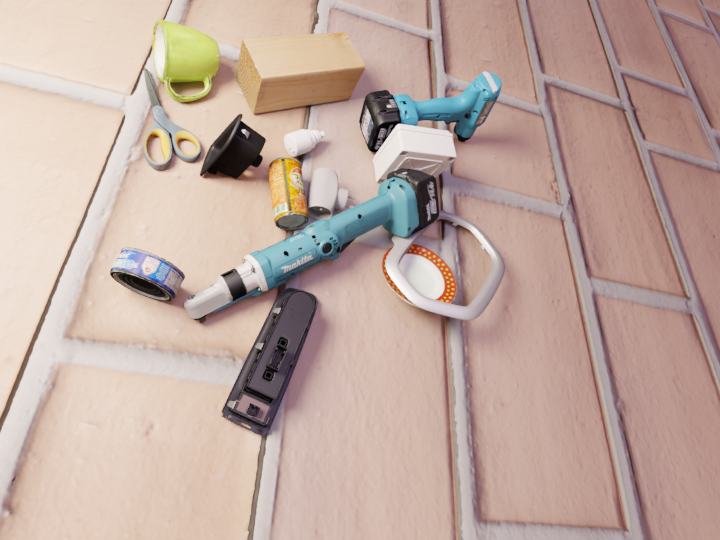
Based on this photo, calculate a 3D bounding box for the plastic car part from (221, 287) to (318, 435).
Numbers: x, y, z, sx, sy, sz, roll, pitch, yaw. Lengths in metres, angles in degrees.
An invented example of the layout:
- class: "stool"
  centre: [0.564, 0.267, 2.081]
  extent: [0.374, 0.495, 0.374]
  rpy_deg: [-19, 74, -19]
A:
- class: "plastic car part"
  centre: [-0.111, 0.104, 0.564]
  extent: [0.066, 0.066, 0.205]
  rpy_deg: [22, 58, -2]

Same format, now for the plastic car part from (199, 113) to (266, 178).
- class: "plastic car part"
  centre: [-0.189, -0.182, 0.655]
  extent: [0.067, 0.120, 0.067]
  rpy_deg: [28, 58, -35]

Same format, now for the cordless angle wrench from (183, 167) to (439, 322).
- class: "cordless angle wrench"
  centre: [-0.062, -0.041, 0.635]
  extent: [0.414, 0.094, 0.079]
  rpy_deg: [-28, 34, -23]

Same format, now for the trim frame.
- class: "trim frame"
  centre: [0.141, -0.018, 0.698]
  extent: [0.189, 0.027, 0.245]
  rpy_deg: [36, 51, 11]

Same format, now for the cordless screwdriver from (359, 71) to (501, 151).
- class: "cordless screwdriver"
  centre: [0.125, -0.282, 0.802]
  extent: [0.246, 0.156, 0.077]
  rpy_deg: [-13, 69, -8]
